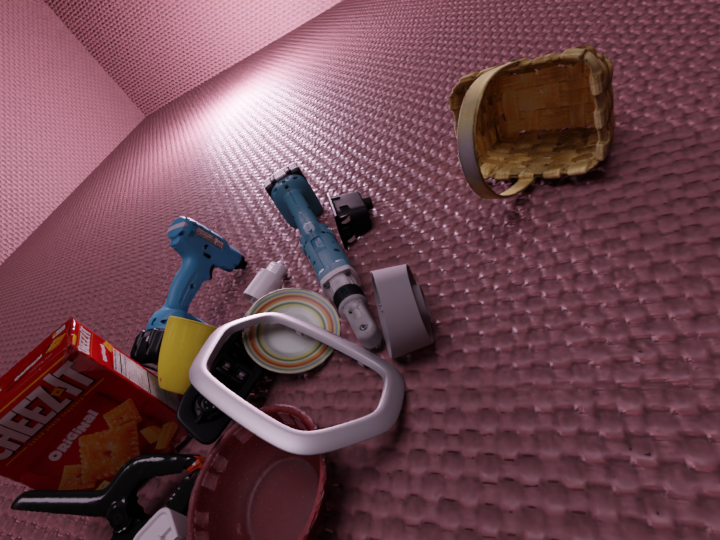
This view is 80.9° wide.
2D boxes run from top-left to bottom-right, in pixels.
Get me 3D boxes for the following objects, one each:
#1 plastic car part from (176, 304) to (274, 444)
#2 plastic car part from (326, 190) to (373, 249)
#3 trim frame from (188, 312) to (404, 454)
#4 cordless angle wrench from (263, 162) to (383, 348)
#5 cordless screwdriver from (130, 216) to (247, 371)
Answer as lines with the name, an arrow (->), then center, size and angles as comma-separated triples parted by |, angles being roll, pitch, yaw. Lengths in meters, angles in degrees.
plastic car part -> -0.165, 0.132, 0.542 | 0.067, 0.066, 0.203 | -50, 7, 33
plastic car part -> -0.013, -0.099, 0.699 | 0.071, 0.063, 0.121 | -16, 36, 2
trim frame -> -0.073, 0.110, 0.469 | 0.261, 0.027, 0.179 | 17, 31, 32
cordless angle wrench -> -0.064, -0.042, 0.652 | 0.074, 0.093, 0.445 | -32, 40, 0
cordless screwdriver -> -0.271, 0.048, 0.706 | 0.077, 0.150, 0.254 | -15, 57, 32
